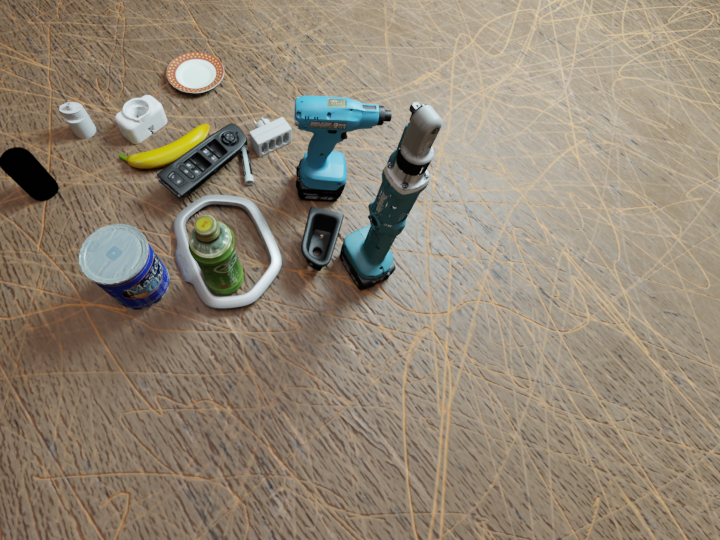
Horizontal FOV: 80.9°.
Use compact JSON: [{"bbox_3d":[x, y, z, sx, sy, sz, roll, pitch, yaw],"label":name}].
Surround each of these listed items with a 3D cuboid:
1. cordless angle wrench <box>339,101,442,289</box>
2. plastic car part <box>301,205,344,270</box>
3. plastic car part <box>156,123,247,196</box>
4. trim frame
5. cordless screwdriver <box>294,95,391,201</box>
[{"bbox_3d":[0.041,-0.085,0.631,0.073,0.417,0.101,-26,75,-18],"label":"cordless angle wrench"},{"bbox_3d":[-0.078,-0.051,0.797,0.066,0.070,0.118,13,66,-1],"label":"plastic car part"},{"bbox_3d":[-0.310,-0.219,0.858,0.068,0.066,0.202,36,68,9],"label":"plastic car part"},{"bbox_3d":[-0.257,-0.043,0.803,0.181,0.027,0.257,-24,70,-15],"label":"trim frame"},{"bbox_3d":[-0.044,-0.220,0.781,0.158,0.245,0.076,2,68,-7],"label":"cordless screwdriver"}]
